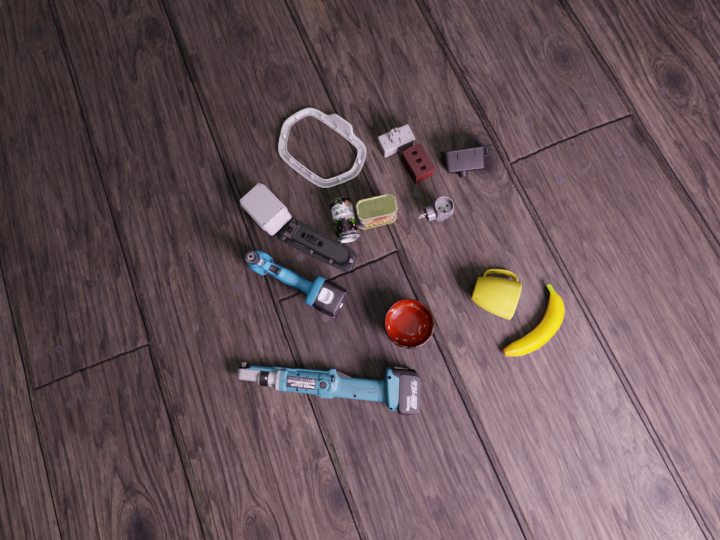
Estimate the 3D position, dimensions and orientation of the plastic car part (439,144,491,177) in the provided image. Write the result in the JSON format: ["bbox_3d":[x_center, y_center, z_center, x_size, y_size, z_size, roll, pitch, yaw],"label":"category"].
[{"bbox_3d":[0.259,-0.268,1.048,0.118,0.066,0.070,-9,94,6],"label":"plastic car part"}]

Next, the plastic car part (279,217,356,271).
[{"bbox_3d":[-0.102,-0.067,1.044,0.206,0.066,0.066,28,76,7],"label":"plastic car part"}]

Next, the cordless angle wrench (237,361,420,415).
[{"bbox_3d":[-0.081,0.259,0.975,0.430,0.072,0.099,3,80,9],"label":"cordless angle wrench"}]

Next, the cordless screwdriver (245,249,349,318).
[{"bbox_3d":[-0.152,0.023,0.981,0.253,0.157,0.074,27,83,7],"label":"cordless screwdriver"}]

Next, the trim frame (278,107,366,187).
[{"bbox_3d":[-0.103,-0.326,1.110,0.255,0.027,0.184,39,84,13],"label":"trim frame"}]
